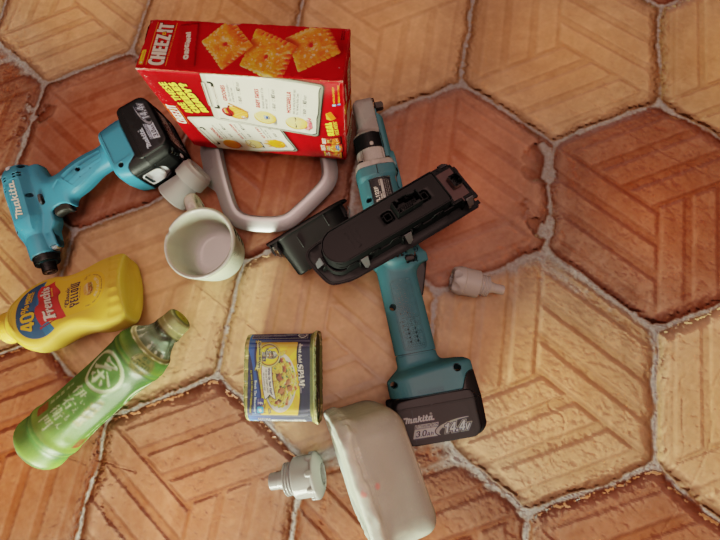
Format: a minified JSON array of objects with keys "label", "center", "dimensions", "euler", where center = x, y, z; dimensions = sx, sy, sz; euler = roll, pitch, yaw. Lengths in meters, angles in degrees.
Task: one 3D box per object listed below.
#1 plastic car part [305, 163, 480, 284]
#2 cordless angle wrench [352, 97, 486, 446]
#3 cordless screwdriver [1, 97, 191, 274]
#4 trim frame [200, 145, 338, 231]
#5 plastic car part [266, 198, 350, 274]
[{"label":"plastic car part","center":[0.034,-0.052,0.461],"dimensions":[0.203,0.066,0.067],"euler":[-31,81,-1]},{"label":"cordless angle wrench","center":[0.042,-0.026,0.511],"dimensions":[0.098,0.072,0.432],"euler":[-12,74,1]},{"label":"cordless screwdriver","center":[-0.353,-0.111,0.569],"dimensions":[0.249,0.072,0.163],"euler":[-26,77,3]},{"label":"trim frame","center":[-0.132,-0.170,0.583],"dimensions":[0.184,0.027,0.253],"euler":[-16,77,1]},{"label":"plastic car part","center":[-0.052,-0.034,0.530],"dimensions":[0.116,0.066,0.071],"euler":[-28,93,-5]}]
